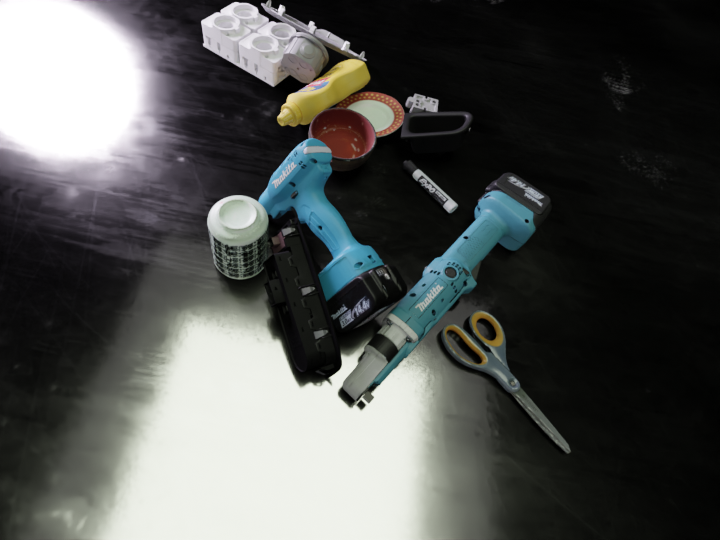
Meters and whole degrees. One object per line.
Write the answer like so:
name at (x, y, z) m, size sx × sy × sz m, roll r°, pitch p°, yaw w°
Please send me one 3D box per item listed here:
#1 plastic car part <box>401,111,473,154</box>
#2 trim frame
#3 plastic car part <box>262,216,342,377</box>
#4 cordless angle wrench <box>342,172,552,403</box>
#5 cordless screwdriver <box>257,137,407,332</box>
plastic car part at (0.134, -0.236, 0.746) m, size 0.119 × 0.068 × 0.067 m, roll 5°, pitch 59°, yaw 13°
trim frame at (-0.093, -0.486, 0.856) m, size 0.255 × 0.027 × 0.180 m, roll 33°, pitch 26°, yaw 13°
plastic car part at (-0.078, 0.038, 0.530) m, size 0.064 × 0.068 × 0.206 m, roll -13°, pitch 76°, yaw -42°
cordless angle wrench at (0.121, 0.015, 0.596) m, size 0.101 × 0.073 × 0.418 m, roll 39°, pitch 65°, yaw 15°
cordless screwdriver at (-0.057, -0.037, 0.583) m, size 0.071 × 0.162 × 0.254 m, roll -14°, pitch 71°, yaw -48°
